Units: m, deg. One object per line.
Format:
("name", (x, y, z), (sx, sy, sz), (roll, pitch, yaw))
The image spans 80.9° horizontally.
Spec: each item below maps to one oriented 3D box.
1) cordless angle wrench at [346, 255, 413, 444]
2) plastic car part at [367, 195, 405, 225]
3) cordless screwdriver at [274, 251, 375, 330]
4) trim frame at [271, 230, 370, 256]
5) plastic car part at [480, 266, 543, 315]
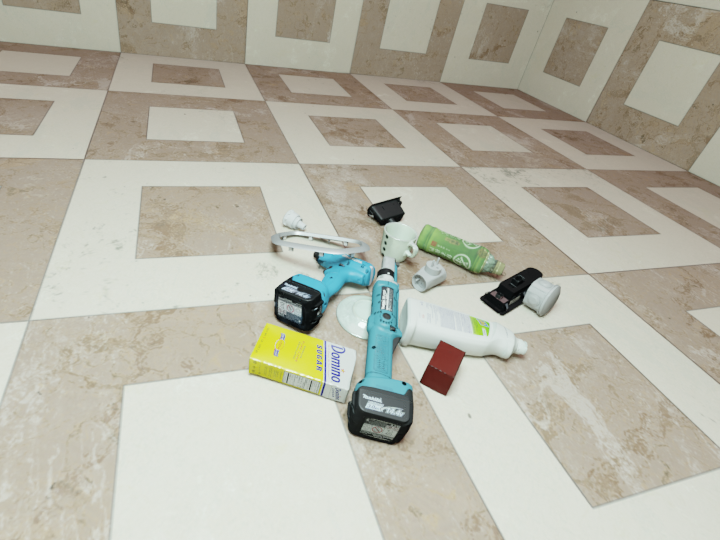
("cordless angle wrench", (0.045, 0.107, 0.811), (0.098, 0.073, 0.432), (12, 39, -4))
("plastic car part", (0.080, -0.161, 1.222), (0.113, 0.065, 0.074), (-21, 61, -32))
("cordless screwdriver", (-0.094, 0.023, 0.914), (0.167, 0.072, 0.242), (20, 32, 27))
("trim frame", (-0.099, -0.065, 1.016), (0.257, 0.027, 0.181), (7, 17, 17))
("plastic car part", (0.378, 0.038, 1.025), (0.196, 0.065, 0.070), (-18, 38, -37))
